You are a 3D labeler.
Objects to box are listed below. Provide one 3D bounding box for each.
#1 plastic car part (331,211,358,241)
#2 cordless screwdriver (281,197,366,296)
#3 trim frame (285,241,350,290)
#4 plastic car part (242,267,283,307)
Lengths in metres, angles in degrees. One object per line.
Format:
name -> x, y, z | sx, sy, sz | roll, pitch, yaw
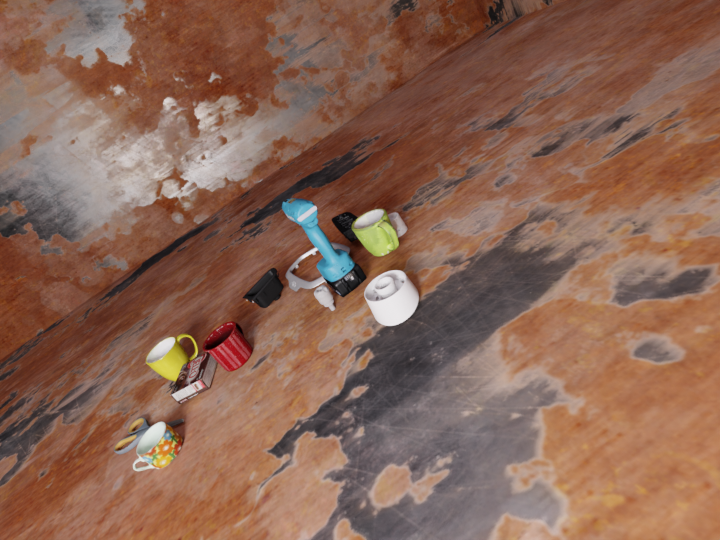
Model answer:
plastic car part -> -0.032, -0.124, 1.206 | 0.066, 0.064, 0.211 | -34, 26, -2
cordless screwdriver -> -0.096, -0.063, 0.979 | 0.074, 0.239, 0.166 | -38, 24, -12
trim frame -> -0.123, -0.014, 1.166 | 0.182, 0.026, 0.261 | -42, 28, -16
plastic car part -> -0.249, 0.056, 1.144 | 0.069, 0.068, 0.115 | 2, 42, 52
